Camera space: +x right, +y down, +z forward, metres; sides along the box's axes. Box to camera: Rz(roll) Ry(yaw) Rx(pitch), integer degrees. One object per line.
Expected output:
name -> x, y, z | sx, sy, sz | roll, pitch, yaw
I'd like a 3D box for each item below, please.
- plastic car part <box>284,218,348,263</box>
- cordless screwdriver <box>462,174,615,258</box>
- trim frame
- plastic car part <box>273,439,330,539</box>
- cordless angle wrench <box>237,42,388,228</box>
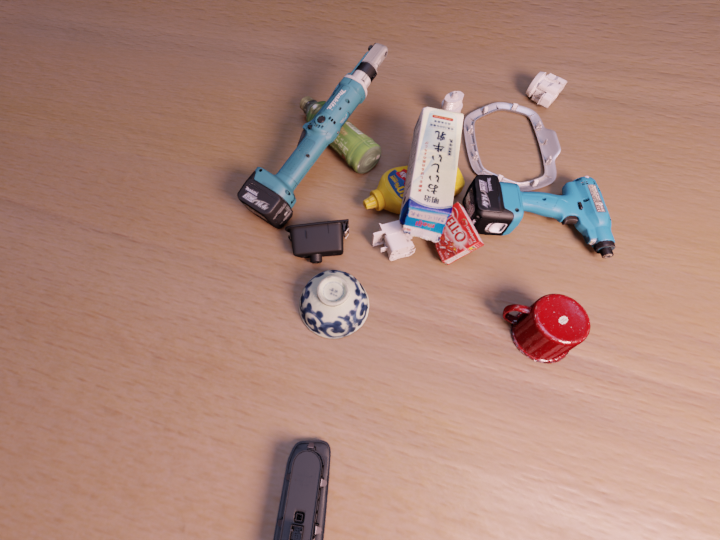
plastic car part -> -0.075, -0.049, 0.766 | 0.117, 0.064, 0.072 | -8, 76, 1
cordless screwdriver -> 0.321, -0.096, 0.761 | 0.248, 0.072, 0.163 | 0, 61, -2
trim frame -> 0.314, -0.266, 0.881 | 0.185, 0.027, 0.255 | 1, 59, 2
plastic car part -> -0.081, 0.327, 0.554 | 0.067, 0.064, 0.207 | 2, 58, 9
cordless angle wrench -> -0.072, -0.276, 0.819 | 0.102, 0.071, 0.422 | 32, 82, 21
